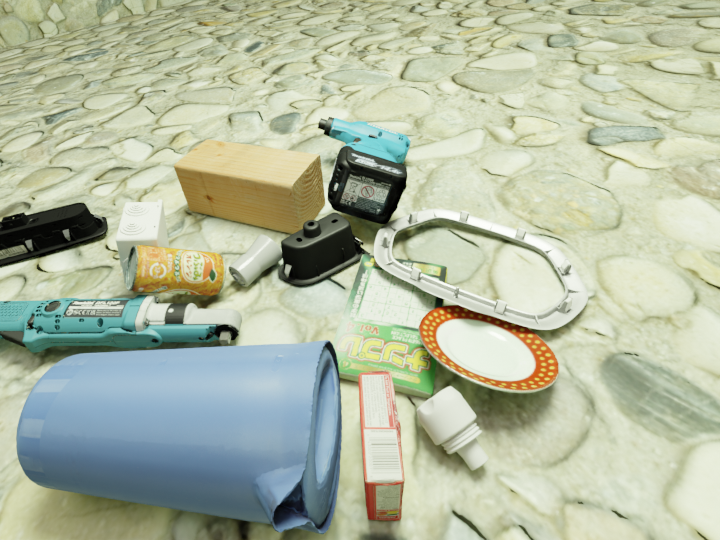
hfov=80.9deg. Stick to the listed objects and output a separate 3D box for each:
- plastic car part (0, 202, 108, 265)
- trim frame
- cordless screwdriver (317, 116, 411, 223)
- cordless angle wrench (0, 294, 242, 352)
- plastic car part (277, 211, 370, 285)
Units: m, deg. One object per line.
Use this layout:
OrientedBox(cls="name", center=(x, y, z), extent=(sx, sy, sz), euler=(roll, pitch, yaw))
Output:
OrientedBox(cls="plastic car part", center=(-0.496, -0.061, 0.649), extent=(0.200, 0.065, 0.069), euler=(-14, 35, -11))
OrientedBox(cls="trim frame", center=(0.137, -0.014, 0.511), extent=(0.259, 0.027, 0.182), euler=(23, 47, 23))
OrientedBox(cls="cordless screwdriver", center=(-0.006, -0.172, 0.639), extent=(0.159, 0.073, 0.253), euler=(17, 33, -3))
OrientedBox(cls="cordless angle wrench", center=(-0.345, 0.061, 0.488), extent=(0.426, 0.072, 0.101), euler=(-1, 42, 4))
OrientedBox(cls="plastic car part", center=(-0.053, -0.035, 0.544), extent=(0.114, 0.068, 0.070), euler=(-27, 45, -25))
